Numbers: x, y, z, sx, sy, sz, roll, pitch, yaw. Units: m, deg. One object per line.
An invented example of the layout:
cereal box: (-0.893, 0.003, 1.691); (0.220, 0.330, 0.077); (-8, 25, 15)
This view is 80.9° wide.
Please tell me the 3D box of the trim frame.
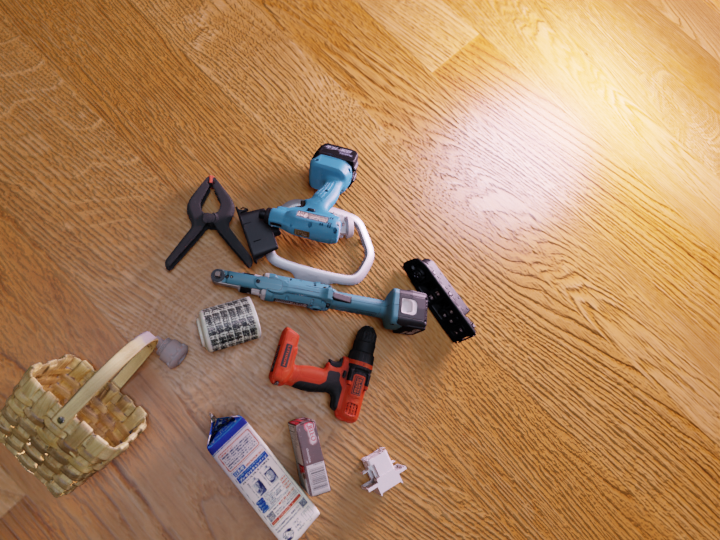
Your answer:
trim frame: (-0.088, -0.058, 0.900); (0.243, 0.028, 0.187); (14, 67, -11)

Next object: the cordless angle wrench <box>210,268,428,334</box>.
cordless angle wrench: (-0.083, 0.051, 0.834); (0.419, 0.097, 0.075); (11, 70, -6)

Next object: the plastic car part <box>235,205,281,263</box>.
plastic car part: (-0.197, -0.076, 0.845); (0.070, 0.065, 0.119); (-23, 76, -6)

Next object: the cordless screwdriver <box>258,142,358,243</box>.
cordless screwdriver: (-0.097, -0.164, 0.870); (0.161, 0.072, 0.252); (12, 50, 5)

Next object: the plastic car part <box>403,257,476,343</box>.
plastic car part: (0.174, 0.051, 0.907); (0.066, 0.067, 0.206); (-34, 82, -33)
